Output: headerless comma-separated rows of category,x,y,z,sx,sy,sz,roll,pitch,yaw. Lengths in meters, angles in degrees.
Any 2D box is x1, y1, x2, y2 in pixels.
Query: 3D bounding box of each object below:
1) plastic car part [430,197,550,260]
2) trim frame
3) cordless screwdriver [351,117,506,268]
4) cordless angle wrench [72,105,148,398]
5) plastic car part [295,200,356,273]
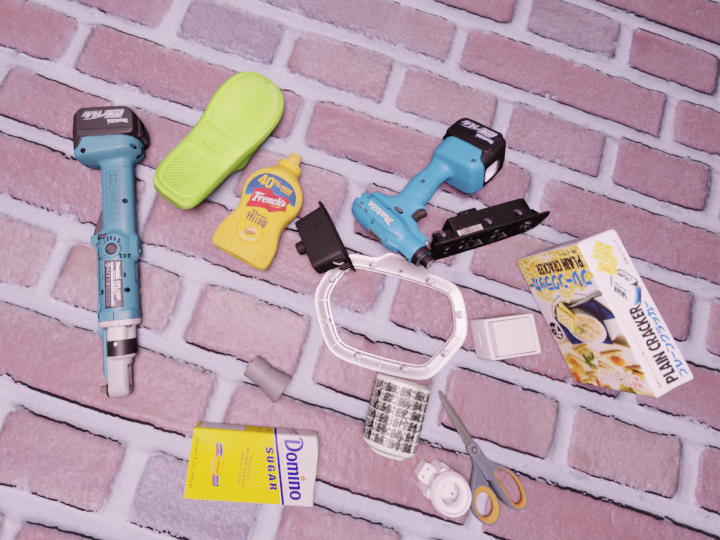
plastic car part,0.203,-0.072,0.691,0.201,0.064,0.070,-13,58,-6
trim frame,0.050,0.066,0.665,0.248,0.027,0.185,16,77,0
cordless screwdriver,0.125,-0.120,0.657,0.247,0.071,0.167,-39,58,-9
cordless angle wrench,-0.363,-0.030,0.629,0.097,0.074,0.427,-6,82,-8
plastic car part,-0.064,-0.042,0.658,0.071,0.063,0.121,-30,64,3
